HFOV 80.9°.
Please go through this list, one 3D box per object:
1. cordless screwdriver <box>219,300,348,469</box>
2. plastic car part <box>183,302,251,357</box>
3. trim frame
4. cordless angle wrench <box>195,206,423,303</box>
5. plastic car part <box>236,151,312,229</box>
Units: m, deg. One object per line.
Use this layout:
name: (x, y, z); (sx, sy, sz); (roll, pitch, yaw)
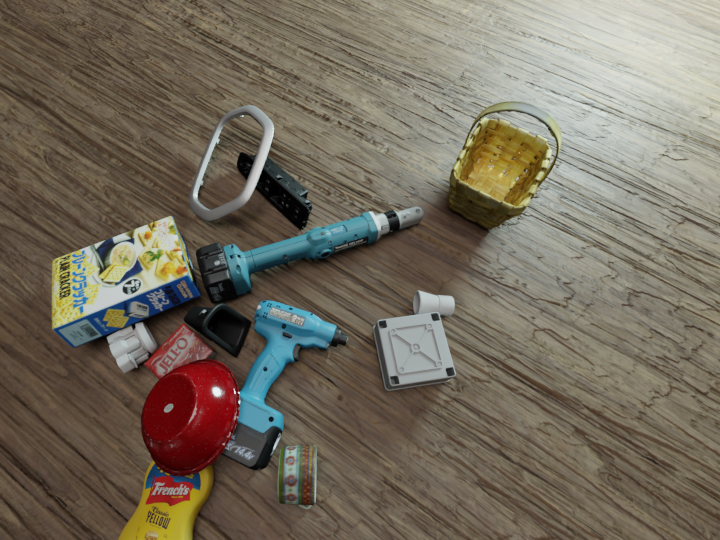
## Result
cordless screwdriver: (-0.125, 0.178, 0.664); (0.162, 0.072, 0.251); (15, 62, 7)
plastic car part: (-0.242, 0.088, 0.691); (0.074, 0.110, 0.067); (6, 63, 25)
trim frame: (-0.256, -0.212, 0.826); (0.193, 0.026, 0.249); (11, 80, 30)
cordless angle wrench: (-0.075, -0.049, 0.765); (0.416, 0.096, 0.077); (-18, 65, -13)
plastic car part: (-0.165, -0.173, 0.835); (0.209, 0.065, 0.066); (38, 59, 15)
